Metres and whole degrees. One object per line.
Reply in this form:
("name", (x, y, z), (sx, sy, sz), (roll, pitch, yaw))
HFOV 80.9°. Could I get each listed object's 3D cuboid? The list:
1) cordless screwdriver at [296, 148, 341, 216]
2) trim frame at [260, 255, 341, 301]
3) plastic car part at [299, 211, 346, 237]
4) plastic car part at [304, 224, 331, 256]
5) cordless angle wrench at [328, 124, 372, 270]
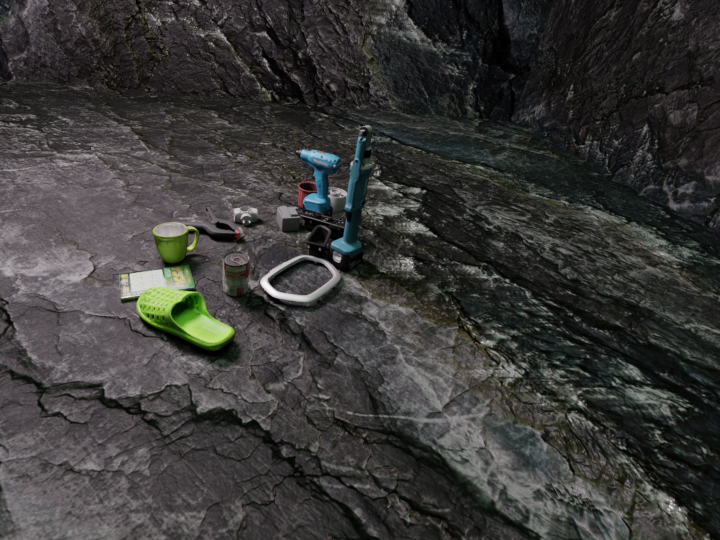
("cordless screwdriver", (-0.160, -0.294, 1.462), (0.165, 0.243, 0.073), (22, 33, 18))
("trim frame", (-0.165, 0.020, 1.181), (0.192, 0.027, 0.243), (23, 36, 23))
("plastic car part", (-0.112, -0.152, 1.419), (0.211, 0.065, 0.065), (22, 34, 21))
("plastic car part", (-0.128, -0.084, 1.307), (0.067, 0.069, 0.117), (14, 33, 7))
("cordless angle wrench", (-0.015, -0.196, 1.186), (0.078, 0.414, 0.095), (28, 36, 26))
